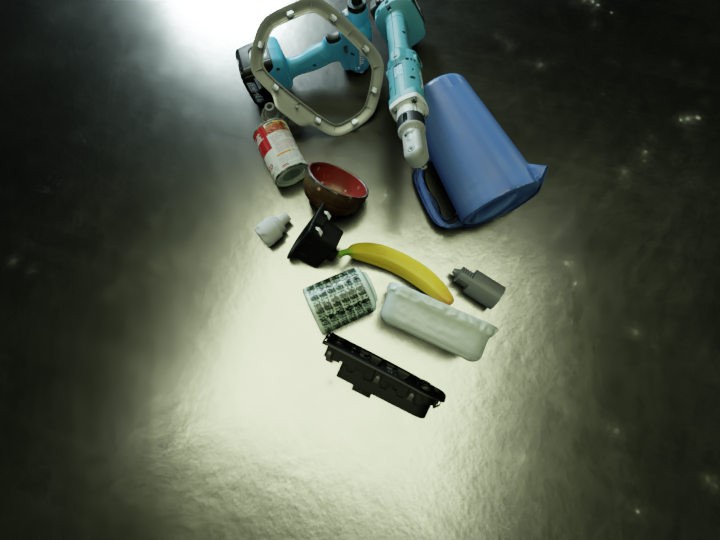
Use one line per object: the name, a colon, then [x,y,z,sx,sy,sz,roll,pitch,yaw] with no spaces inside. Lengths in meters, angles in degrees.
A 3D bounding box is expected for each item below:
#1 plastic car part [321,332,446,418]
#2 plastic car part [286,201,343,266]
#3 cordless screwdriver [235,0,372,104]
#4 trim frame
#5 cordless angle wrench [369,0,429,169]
plastic car part: [0.030,0.166,0.646,0.207,0.065,0.067,21,87,9]
plastic car part: [-0.068,-0.044,0.694,0.070,0.117,0.066,31,54,-8]
cordless screwdriver: [-0.100,-0.398,0.760,0.249,0.155,0.076,-16,75,0]
trim frame: [-0.069,-0.339,0.726,0.185,0.236,0.029,-46,33,20]
cordless angle wrench: [0.072,-0.325,0.686,0.076,0.092,0.435,-22,50,28]
